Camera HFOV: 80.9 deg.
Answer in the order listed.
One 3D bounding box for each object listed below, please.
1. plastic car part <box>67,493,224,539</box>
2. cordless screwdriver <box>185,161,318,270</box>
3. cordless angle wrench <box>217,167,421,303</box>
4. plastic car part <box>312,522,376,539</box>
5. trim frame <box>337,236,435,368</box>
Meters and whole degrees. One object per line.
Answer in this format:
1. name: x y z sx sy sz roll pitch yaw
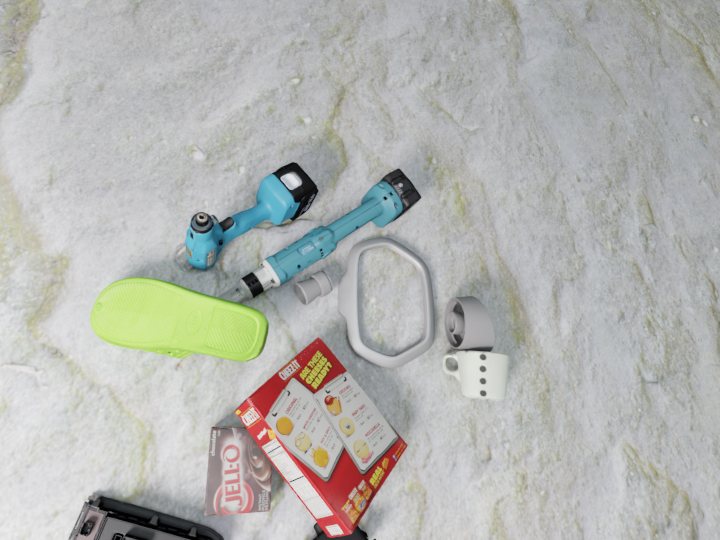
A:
1. plastic car part: -0.272 0.354 0.551 0.200 0.067 0.067 20 57 -8
2. cordless screwdriver: -0.184 -0.102 0.715 0.245 0.159 0.075 -38 85 -27
3. cordless angle wrench: -0.074 -0.049 0.759 0.416 0.098 0.075 -34 85 -21
4. plastic car part: -0.044 0.391 0.594 0.114 0.065 0.074 -33 66 -28
5. trim frame: 0.049 0.052 0.779 0.180 0.027 0.254 5 68 -13
